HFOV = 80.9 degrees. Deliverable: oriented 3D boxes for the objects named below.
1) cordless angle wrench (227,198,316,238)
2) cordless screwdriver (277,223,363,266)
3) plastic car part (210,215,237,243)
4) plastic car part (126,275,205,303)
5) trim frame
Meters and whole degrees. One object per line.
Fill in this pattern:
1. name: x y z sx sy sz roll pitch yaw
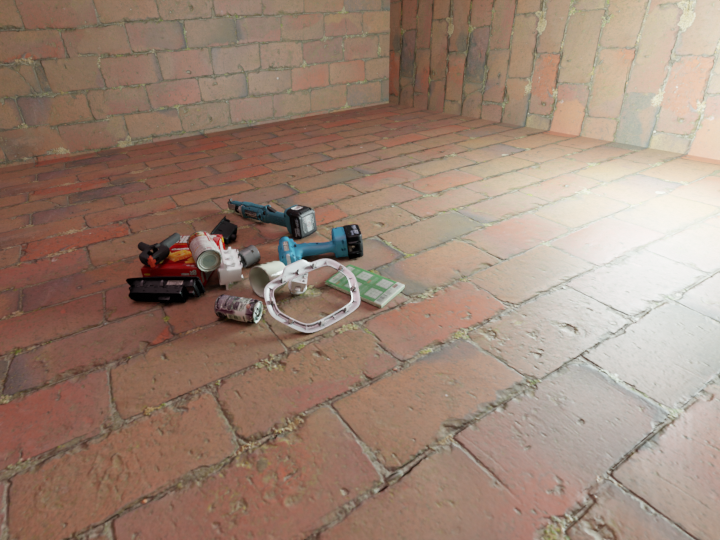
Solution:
1. cordless angle wrench: -0.332 -0.198 1.476 0.447 0.095 0.072 17 34 38
2. cordless screwdriver: -0.123 -0.080 1.256 0.247 0.072 0.166 -12 31 -6
3. plastic car part: -0.437 -0.119 1.377 0.071 0.065 0.118 13 34 -1
4. plastic car part: -0.509 0.054 1.088 0.206 0.064 0.068 3 55 9
5. trim frame: -0.111 0.050 1.010 0.242 0.027 0.193 -26 59 -31
